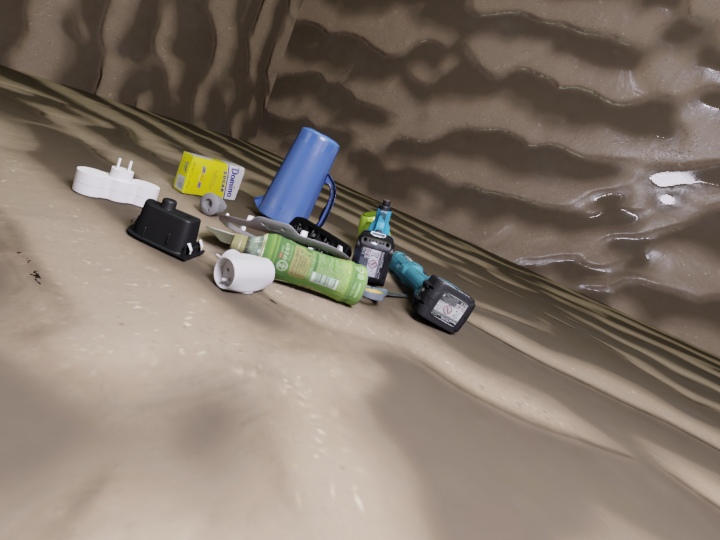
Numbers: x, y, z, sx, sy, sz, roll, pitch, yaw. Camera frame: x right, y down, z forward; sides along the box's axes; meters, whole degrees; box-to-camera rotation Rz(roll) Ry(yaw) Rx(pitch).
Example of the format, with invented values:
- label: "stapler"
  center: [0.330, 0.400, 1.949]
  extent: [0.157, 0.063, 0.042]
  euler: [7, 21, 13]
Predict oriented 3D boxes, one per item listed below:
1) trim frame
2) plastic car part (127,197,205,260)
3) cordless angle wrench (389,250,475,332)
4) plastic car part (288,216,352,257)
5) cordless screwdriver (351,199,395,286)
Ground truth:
- label: "trim frame"
  center: [-0.137, -0.058, 0.760]
  extent: [0.253, 0.027, 0.180]
  euler: [18, -8, 9]
- label: "plastic car part"
  center: [-0.289, -0.071, 0.635]
  extent: [0.118, 0.071, 0.065]
  euler: [26, 12, 4]
- label: "cordless angle wrench"
  center: [0.116, 0.010, 0.944]
  extent: [0.095, 0.074, 0.434]
  euler: [29, 8, -16]
- label: "plastic car part"
  center: [-0.088, -0.058, 0.904]
  extent: [0.215, 0.066, 0.063]
  euler: [34, 7, 38]
- label: "cordless screwdriver"
  center: [0.035, -0.066, 0.910]
  extent: [0.075, 0.158, 0.249]
  euler: [15, 14, 1]
